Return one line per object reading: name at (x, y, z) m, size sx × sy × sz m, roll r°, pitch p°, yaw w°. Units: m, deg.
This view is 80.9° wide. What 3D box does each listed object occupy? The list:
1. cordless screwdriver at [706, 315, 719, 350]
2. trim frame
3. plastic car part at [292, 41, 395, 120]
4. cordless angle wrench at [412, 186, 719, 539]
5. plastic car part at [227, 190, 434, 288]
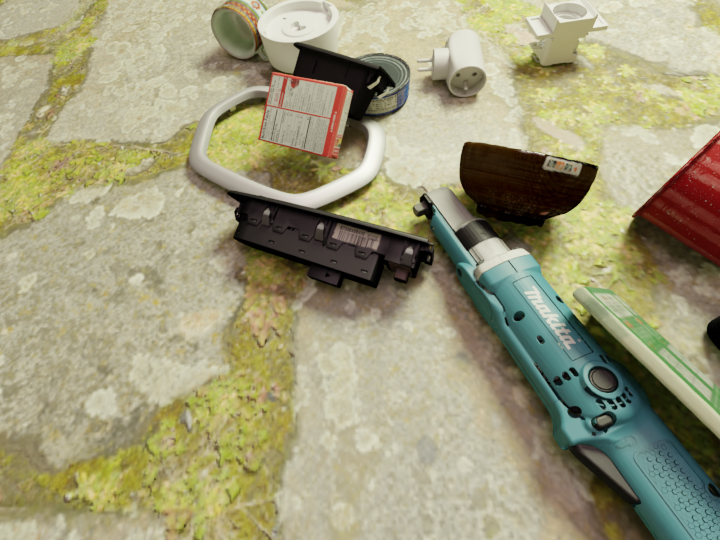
cordless screwdriver at (0.370, 0.105, 0.247) m, size 0.158 × 0.072 × 0.259 m, roll -20°, pitch 61°, yaw -6°
trim frame at (-0.091, -0.153, 0.501) m, size 0.259 × 0.026 × 0.184 m, roll 24°, pitch 65°, yaw 23°
plastic car part at (-0.031, -0.206, 0.479) m, size 0.121 × 0.064 × 0.070 m, roll 24°, pitch 101°, yaw 20°
cordless angle wrench at (0.156, 0.086, 0.291) m, size 0.097 × 0.071 × 0.443 m, roll -22°, pitch 55°, yaw -8°
plastic car part at (-0.039, -0.025, 0.397) m, size 0.210 × 0.064 × 0.067 m, roll 21°, pitch 88°, yaw 18°
